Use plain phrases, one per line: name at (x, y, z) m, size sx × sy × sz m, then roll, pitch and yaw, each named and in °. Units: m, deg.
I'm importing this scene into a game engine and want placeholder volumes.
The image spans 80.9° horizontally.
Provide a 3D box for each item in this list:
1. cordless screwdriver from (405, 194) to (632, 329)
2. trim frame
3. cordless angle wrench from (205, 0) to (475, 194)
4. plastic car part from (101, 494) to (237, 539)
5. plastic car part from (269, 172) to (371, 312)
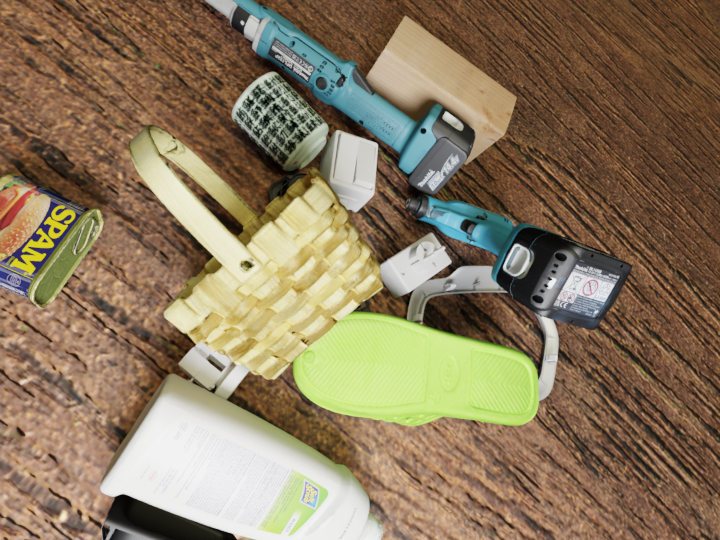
cordless screwdriver at (0.158, -0.033, 0.495) m, size 0.155 × 0.257 × 0.074 m, roll 16°, pitch 107°, yaw -17°
trim frame at (0.169, 0.084, 0.557) m, size 0.241 × 0.028 × 0.188 m, roll 0°, pitch 69°, yaw -20°
cordless angle wrench at (-0.041, -0.265, 0.581) m, size 0.423 × 0.098 × 0.074 m, roll 36°, pitch 42°, yaw 0°
plastic car part at (-0.167, 0.241, 0.349) m, size 0.114 × 0.067 × 0.071 m, roll 34°, pitch 77°, yaw -12°
plastic car part at (-0.049, -0.032, 0.499) m, size 0.065 × 0.067 × 0.207 m, roll -22°, pitch 77°, yaw -21°
